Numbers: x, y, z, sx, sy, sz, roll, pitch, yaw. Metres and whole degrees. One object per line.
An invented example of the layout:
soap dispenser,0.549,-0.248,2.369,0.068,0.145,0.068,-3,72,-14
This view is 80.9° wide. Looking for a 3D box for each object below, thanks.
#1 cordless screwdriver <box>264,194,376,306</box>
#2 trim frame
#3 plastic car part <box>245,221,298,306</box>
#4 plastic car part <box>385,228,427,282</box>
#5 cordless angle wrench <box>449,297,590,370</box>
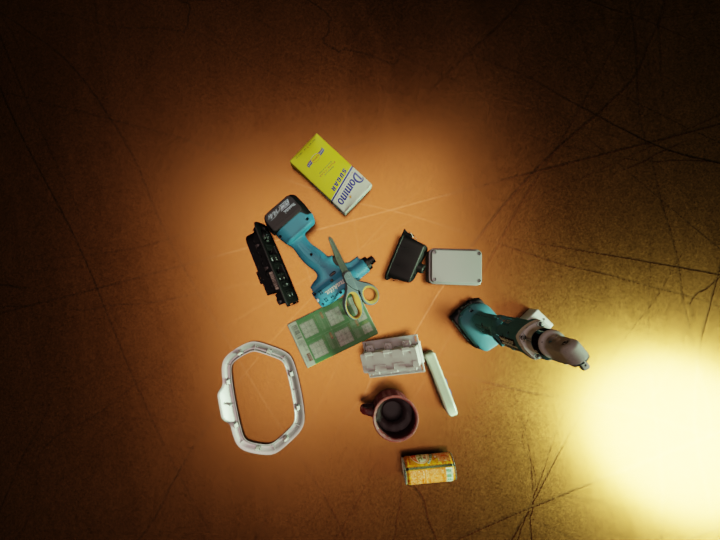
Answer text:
cordless screwdriver,-0.092,-0.060,0.945,0.159,0.074,0.250,-36,88,-1
trim frame,-0.223,0.284,0.941,0.185,0.027,0.250,-12,86,3
plastic car part,-0.206,-0.012,0.955,0.069,0.064,0.204,-22,85,25
plastic car part,0.109,-0.022,0.923,0.074,0.063,0.116,20,87,26
cordless angle wrench,0.259,0.108,0.732,0.074,0.421,0.098,-37,90,-3
